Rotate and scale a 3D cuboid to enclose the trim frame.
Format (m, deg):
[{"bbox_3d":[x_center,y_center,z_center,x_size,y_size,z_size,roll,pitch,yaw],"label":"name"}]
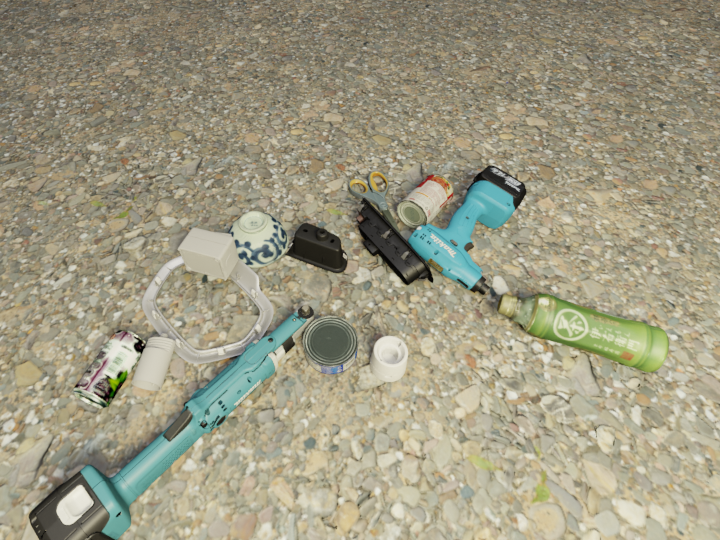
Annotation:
[{"bbox_3d":[-0.263,0.051,0.723,0.261,0.026,0.181,36,59,29],"label":"trim frame"}]

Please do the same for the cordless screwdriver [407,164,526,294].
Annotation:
[{"bbox_3d":[0.221,-0.077,0.782,0.164,0.073,0.246,40,64,15],"label":"cordless screwdriver"}]

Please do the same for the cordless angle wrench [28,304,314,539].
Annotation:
[{"bbox_3d":[-0.209,0.188,0.579,0.078,0.095,0.417,32,54,22],"label":"cordless angle wrench"}]

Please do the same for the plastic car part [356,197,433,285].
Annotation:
[{"bbox_3d":[0.051,-0.047,0.770,0.066,0.064,0.213,-35,58,-14],"label":"plastic car part"}]

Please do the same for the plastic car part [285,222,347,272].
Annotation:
[{"bbox_3d":[-0.075,-0.049,0.771,0.121,0.068,0.066,20,55,19],"label":"plastic car part"}]
